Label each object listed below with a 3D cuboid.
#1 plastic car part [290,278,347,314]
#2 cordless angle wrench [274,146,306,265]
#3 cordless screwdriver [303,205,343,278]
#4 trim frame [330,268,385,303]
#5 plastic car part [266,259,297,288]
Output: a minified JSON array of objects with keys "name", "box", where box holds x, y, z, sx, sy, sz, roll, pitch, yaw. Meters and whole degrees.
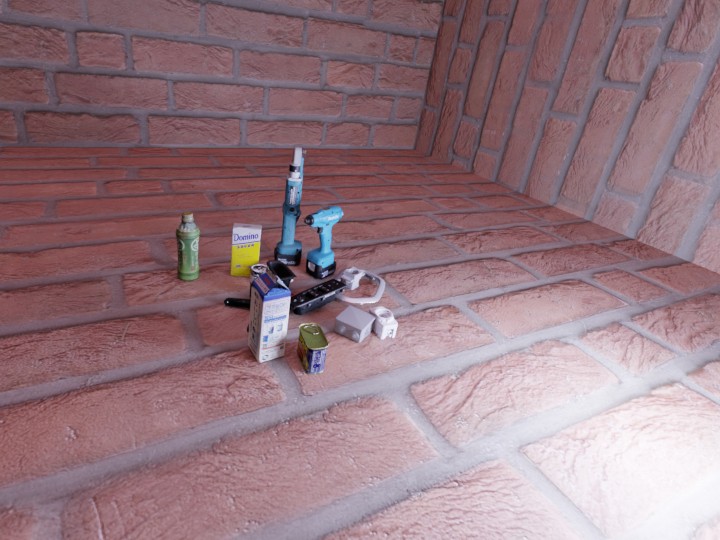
[{"name":"plastic car part","box":[-0.137,0.084,1.290,0.195,0.066,0.070,-18,37,-40]},{"name":"cordless angle wrench","box":[-0.238,-0.218,1.466,0.096,0.415,0.077,4,26,-12]},{"name":"cordless screwdriver","box":[-0.140,-0.092,1.432,0.078,0.244,0.154,27,31,32]},{"name":"trim frame","box":[-0.013,0.050,1.427,0.188,0.027,0.248,12,28,9]},{"name":"plastic car part","box":[-0.264,0.022,1.374,0.063,0.069,0.123,-9,32,-32]}]
